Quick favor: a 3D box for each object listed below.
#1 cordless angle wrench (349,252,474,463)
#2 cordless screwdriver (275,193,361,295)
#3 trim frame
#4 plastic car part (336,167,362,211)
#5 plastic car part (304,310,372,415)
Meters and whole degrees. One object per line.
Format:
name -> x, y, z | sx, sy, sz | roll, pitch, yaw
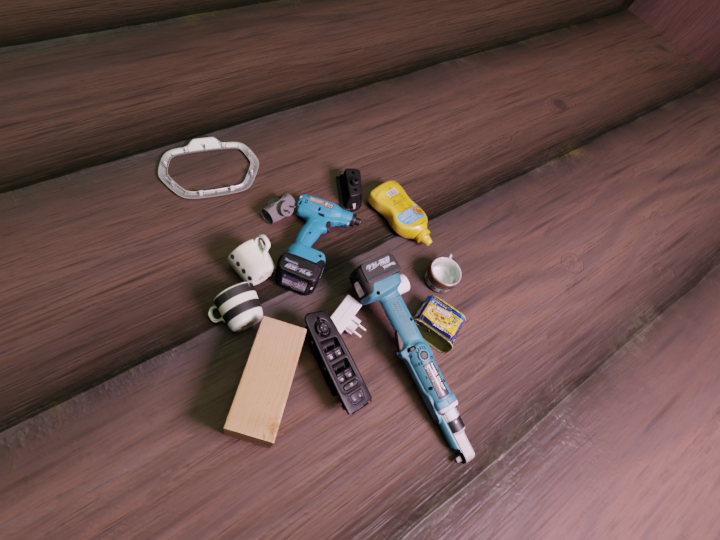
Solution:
cordless angle wrench -> 0.113, 0.172, 0.850 | 0.096, 0.074, 0.432 | -22, 77, -22
cordless screwdriver -> -0.095, -0.062, 0.971 | 0.159, 0.073, 0.253 | 16, 54, -3
trim frame -> -0.377, -0.260, 1.059 | 0.243, 0.027, 0.191 | -13, 62, -16
plastic car part -> -0.021, -0.214, 1.076 | 0.065, 0.070, 0.120 | 1, 57, -12
plastic car part -> -0.055, 0.175, 0.829 | 0.064, 0.068, 0.206 | -20, 80, -33
